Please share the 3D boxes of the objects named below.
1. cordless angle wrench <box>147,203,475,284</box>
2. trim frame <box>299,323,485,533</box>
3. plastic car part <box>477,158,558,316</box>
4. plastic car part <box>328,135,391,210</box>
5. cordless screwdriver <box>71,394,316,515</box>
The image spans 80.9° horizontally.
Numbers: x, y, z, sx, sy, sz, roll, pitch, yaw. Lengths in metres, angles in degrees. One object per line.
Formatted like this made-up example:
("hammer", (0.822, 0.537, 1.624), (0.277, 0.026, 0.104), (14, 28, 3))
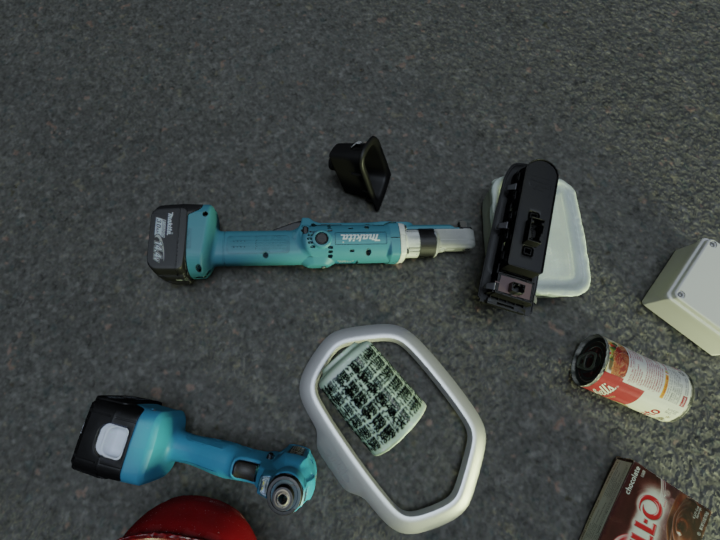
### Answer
("cordless angle wrench", (-0.055, -0.036, 0.563), (0.420, 0.073, 0.100), (-1, 73, -4))
("trim frame", (0.036, 0.180, 0.512), (0.182, 0.027, 0.254), (-37, 77, -13))
("plastic car part", (0.198, -0.054, 0.512), (0.068, 0.065, 0.205), (14, 69, 8))
("plastic car part", (-0.007, -0.141, 0.582), (0.074, 0.111, 0.066), (11, 71, 24))
("cordless screwdriver", (-0.168, 0.193, 0.437), (0.251, 0.156, 0.075), (12, 73, 3))
